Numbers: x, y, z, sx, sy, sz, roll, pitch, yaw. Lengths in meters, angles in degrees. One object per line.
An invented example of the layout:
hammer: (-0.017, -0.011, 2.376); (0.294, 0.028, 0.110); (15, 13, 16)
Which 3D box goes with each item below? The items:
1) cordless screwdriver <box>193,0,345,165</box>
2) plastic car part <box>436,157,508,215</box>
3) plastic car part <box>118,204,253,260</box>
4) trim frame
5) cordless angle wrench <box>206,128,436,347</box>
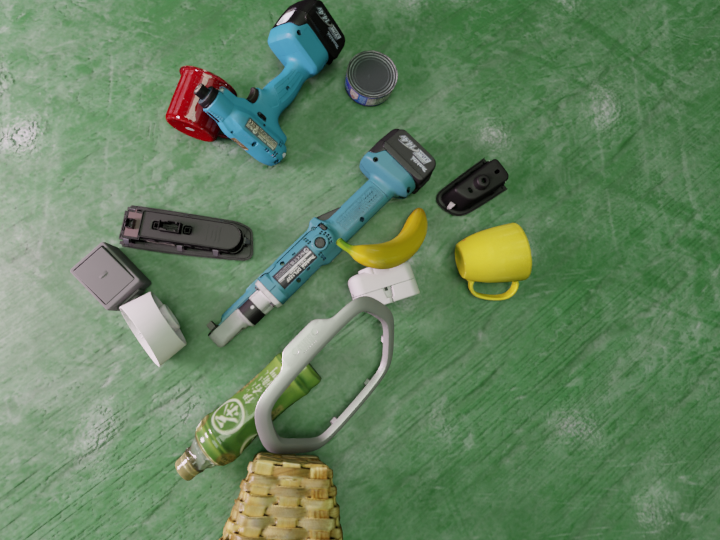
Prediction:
cordless screwdriver: (-0.134, -0.303, 0.642); (0.150, 0.078, 0.249); (36, 76, -43)
plastic car part: (0.188, -0.136, 0.677); (0.115, 0.071, 0.067); (-34, 86, -13)
plastic car part: (-0.260, -0.059, 0.634); (0.201, 0.067, 0.067); (9, 74, -6)
trim frame: (-0.039, 0.144, 0.578); (0.247, 0.029, 0.175); (-45, 130, -16)
cordless angle wrench: (-0.063, -0.041, 0.642); (0.098, 0.074, 0.421); (45, 82, 2)
